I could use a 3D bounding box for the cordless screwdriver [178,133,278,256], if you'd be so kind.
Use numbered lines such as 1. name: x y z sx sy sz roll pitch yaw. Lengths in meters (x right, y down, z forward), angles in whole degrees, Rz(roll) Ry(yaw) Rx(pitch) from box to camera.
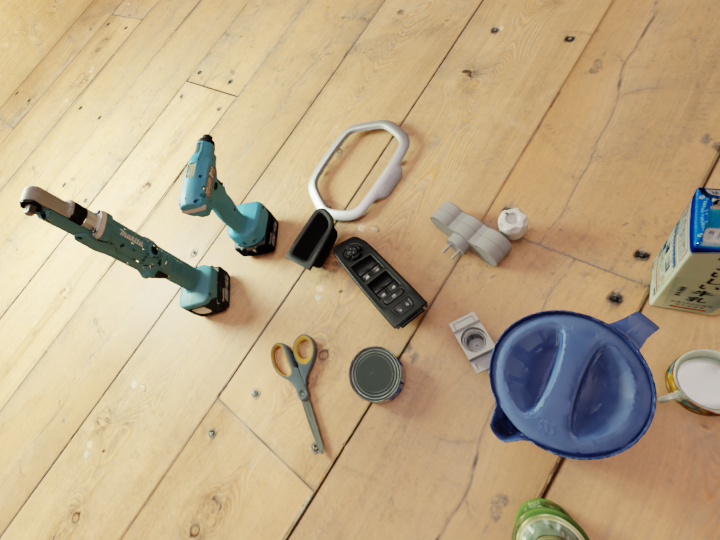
1. cordless screwdriver: -0.249 -0.136 0.822 0.076 0.236 0.163 -9 64 18

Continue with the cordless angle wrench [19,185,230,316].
1. cordless angle wrench: -0.374 -0.026 0.726 0.076 0.401 0.101 -15 63 15

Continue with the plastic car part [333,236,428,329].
1. plastic car part: 0.030 0.016 0.727 0.066 0.063 0.214 -42 57 0

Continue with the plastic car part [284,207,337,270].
1. plastic car part: -0.079 -0.052 0.806 0.069 0.067 0.116 26 79 30

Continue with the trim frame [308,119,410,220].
1. trim frame: -0.005 -0.210 0.874 0.194 0.026 0.248 29 80 32
